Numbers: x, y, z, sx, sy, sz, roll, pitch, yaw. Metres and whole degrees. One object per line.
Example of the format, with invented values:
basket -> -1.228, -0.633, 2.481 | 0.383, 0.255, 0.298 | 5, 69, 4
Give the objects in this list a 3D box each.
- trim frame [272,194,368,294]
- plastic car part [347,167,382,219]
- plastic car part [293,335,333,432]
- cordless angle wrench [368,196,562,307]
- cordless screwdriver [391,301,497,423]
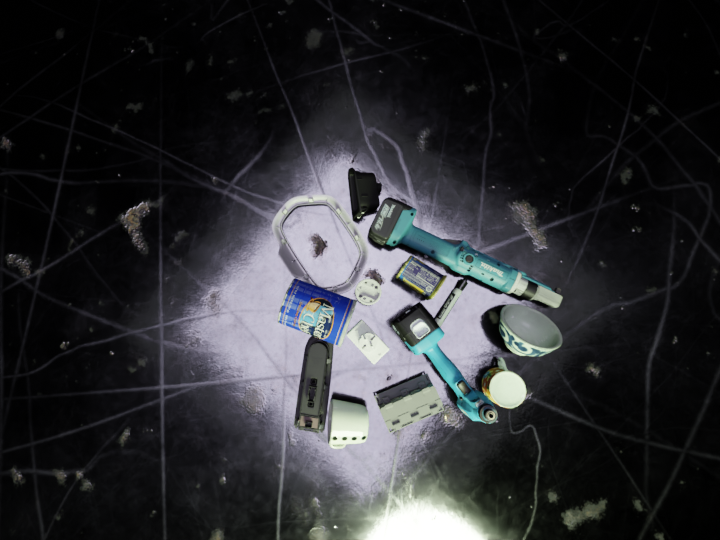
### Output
trim frame -> -0.093, -0.061, 0.951 | 0.184, 0.027, 0.252 | -33, 82, -1
plastic car part -> 0.013, -0.178, 0.951 | 0.069, 0.066, 0.118 | -1, 78, -14
plastic car part -> -0.099, 0.235, 0.887 | 0.068, 0.065, 0.205 | 6, 79, 9
cordless angle wrench -> 0.223, -0.025, 0.902 | 0.428, 0.073, 0.098 | 26, 84, 6
cordless screwdriver -> 0.165, 0.182, 0.826 | 0.074, 0.156, 0.254 | -36, 80, -4
